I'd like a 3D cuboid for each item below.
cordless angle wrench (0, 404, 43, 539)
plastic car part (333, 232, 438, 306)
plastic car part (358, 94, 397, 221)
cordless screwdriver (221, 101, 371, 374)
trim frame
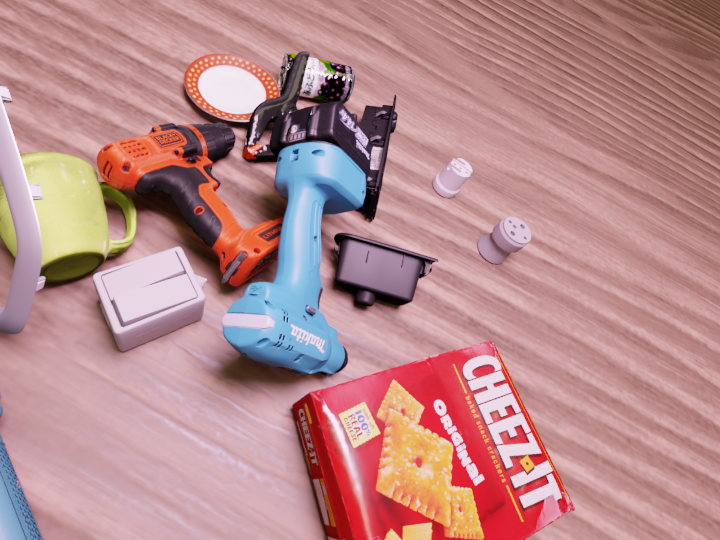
[{"bbox_3d":[-0.296,0.099,0.305,0.072,0.097,0.437,-28,69,-32],"label":"cordless angle wrench"},{"bbox_3d":[0.018,0.007,0.485,0.115,0.066,0.072,14,72,-9],"label":"plastic car part"},{"bbox_3d":[0.015,-0.166,0.586,0.069,0.064,0.205,8,56,13],"label":"plastic car part"},{"bbox_3d":[-0.041,-0.027,0.416,0.077,0.150,0.252,-3,66,29],"label":"cordless screwdriver"},{"bbox_3d":[-0.308,-0.069,0.338,0.027,0.190,0.249,-19,88,-57],"label":"trim frame"}]
